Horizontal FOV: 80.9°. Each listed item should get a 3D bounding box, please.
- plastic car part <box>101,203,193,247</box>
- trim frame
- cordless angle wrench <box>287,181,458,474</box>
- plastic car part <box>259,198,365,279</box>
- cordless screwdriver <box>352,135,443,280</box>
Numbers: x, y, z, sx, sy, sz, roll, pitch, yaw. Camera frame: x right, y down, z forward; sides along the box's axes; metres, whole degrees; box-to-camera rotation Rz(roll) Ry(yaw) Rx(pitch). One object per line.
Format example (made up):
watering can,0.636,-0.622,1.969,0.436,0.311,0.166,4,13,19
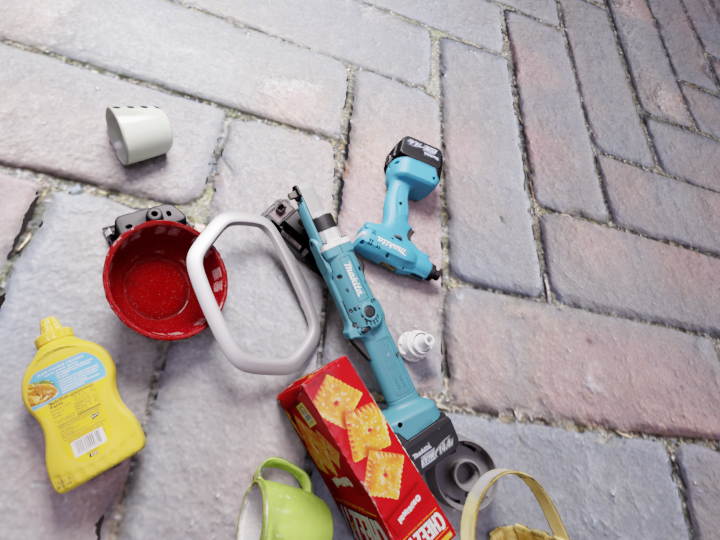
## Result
plastic car part,-0.297,-0.062,0.597,0.114,0.071,0.067,-26,81,-25
trim frame,-0.144,0.030,0.604,0.178,0.028,0.250,-24,85,-44
cordless angle wrench,0.001,0.064,0.605,0.095,0.075,0.427,-22,83,-25
plastic car part,-0.066,-0.043,0.678,0.203,0.068,0.066,43,53,-1
cordless screwdriver,0.093,-0.109,0.757,0.157,0.075,0.251,24,65,-9
